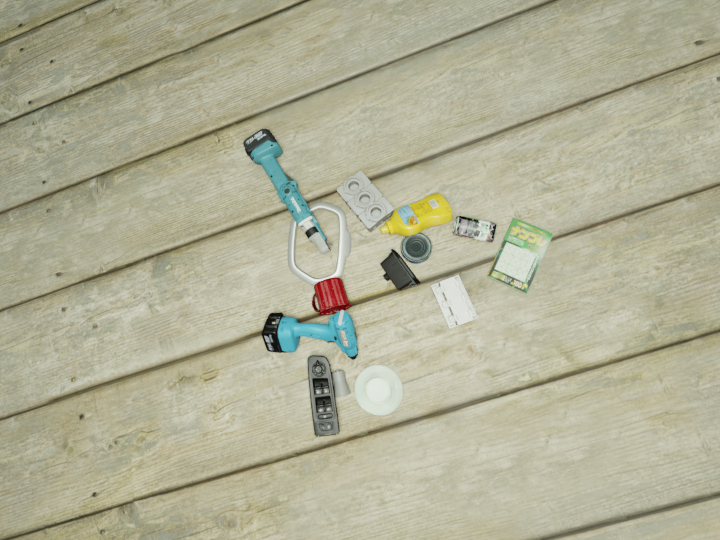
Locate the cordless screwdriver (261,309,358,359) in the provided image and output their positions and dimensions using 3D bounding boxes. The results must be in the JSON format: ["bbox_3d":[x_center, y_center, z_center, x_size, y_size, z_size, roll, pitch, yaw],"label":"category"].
[{"bbox_3d":[-0.131,0.183,1.139,0.255,0.153,0.075,-4,37,16],"label":"cordless screwdriver"}]

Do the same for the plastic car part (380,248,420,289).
[{"bbox_3d":[0.099,0.007,1.158,0.071,0.063,0.120,-42,73,14],"label":"plastic car part"}]

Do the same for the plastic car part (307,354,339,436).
[{"bbox_3d":[-0.097,0.325,1.122,0.067,0.065,0.205,-11,82,13],"label":"plastic car part"}]

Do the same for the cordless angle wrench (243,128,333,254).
[{"bbox_3d":[-0.206,-0.225,1.230,0.098,0.072,0.435,-32,73,1],"label":"cordless angle wrench"}]

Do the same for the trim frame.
[{"bbox_3d":[-0.120,-0.078,1.224,0.187,0.027,0.251,0,78,11],"label":"trim frame"}]
